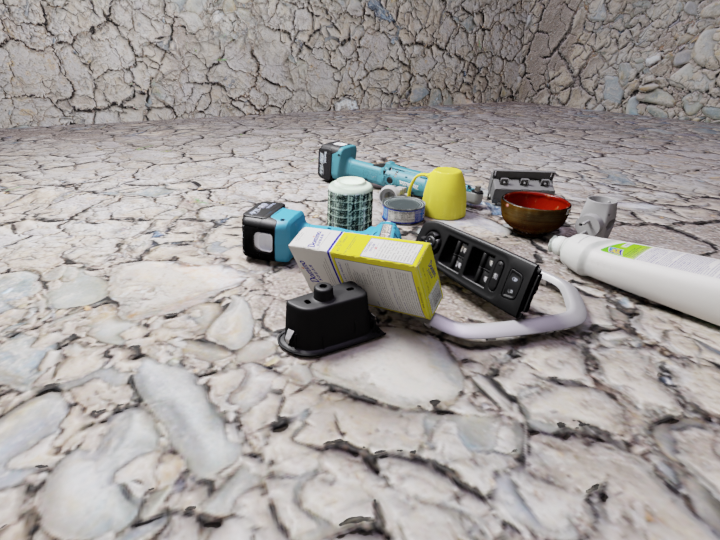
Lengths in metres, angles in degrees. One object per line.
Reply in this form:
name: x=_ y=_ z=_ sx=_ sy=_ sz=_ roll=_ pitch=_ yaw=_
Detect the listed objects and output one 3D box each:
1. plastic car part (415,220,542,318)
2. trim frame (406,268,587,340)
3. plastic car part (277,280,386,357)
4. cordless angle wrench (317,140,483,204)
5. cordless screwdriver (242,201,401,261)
plastic car part: x=0.152 y=-0.015 z=0.558 sx=0.064 sy=0.065 sz=0.215 roll=-5 pitch=24 yaw=-34
trim frame: x=0.163 y=0.032 z=0.552 sx=0.245 sy=0.027 sz=0.192 roll=-8 pitch=28 yaw=-11
plastic car part: x=-0.035 y=0.047 z=0.478 sx=0.112 sy=0.069 sz=0.070 roll=-11 pitch=27 yaw=-28
cordless angle wrench: x=0.082 y=-0.223 z=1.007 sx=0.446 sy=0.096 sz=0.072 roll=23 pitch=33 yaw=32
cordless screwdriver: x=-0.064 y=-0.042 z=0.656 sx=0.253 sy=0.073 sz=0.160 roll=8 pitch=26 yaw=9
